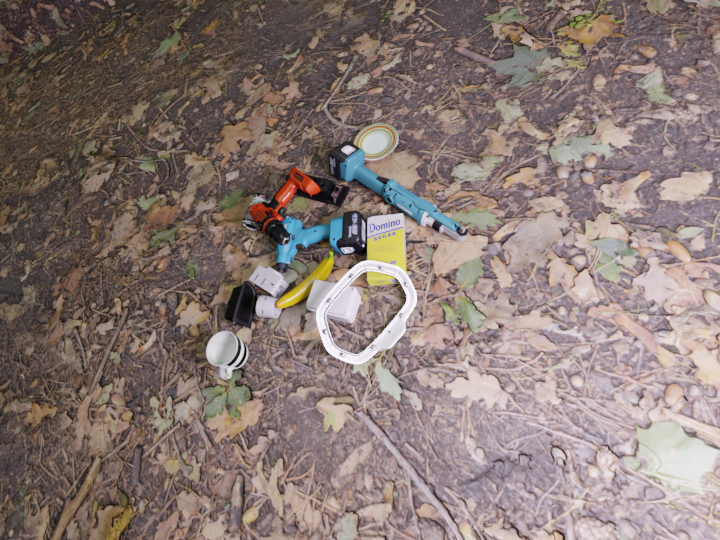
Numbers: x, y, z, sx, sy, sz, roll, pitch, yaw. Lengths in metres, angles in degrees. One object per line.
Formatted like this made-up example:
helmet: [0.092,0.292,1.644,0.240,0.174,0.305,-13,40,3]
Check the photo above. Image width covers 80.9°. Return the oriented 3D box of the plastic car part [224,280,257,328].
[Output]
plastic car part: [-0.319,0.091,1.107,0.073,0.062,0.119,-14,56,29]

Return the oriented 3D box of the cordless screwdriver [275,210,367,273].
cordless screwdriver: [-0.107,-0.070,1.097,0.258,0.070,0.162,-3,64,24]

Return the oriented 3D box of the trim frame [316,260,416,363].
trim frame: [0.015,0.092,0.946,0.183,0.028,0.248,43,84,-3]

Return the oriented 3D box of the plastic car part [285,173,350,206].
plastic car part: [-0.137,-0.239,1.203,0.213,0.063,0.066,17,78,30]

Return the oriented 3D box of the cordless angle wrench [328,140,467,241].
cordless angle wrench: [0.089,-0.196,1.080,0.073,0.094,0.444,-38,60,-24]
